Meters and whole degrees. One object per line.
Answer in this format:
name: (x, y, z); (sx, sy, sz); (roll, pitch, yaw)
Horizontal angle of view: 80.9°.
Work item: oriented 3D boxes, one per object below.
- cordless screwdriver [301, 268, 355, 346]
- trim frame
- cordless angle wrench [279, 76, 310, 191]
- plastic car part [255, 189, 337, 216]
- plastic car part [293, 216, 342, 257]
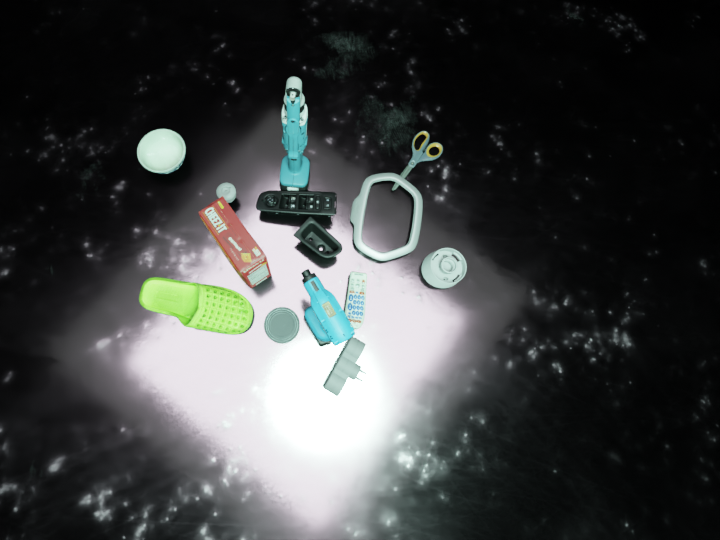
cordless screwdriver: (-0.085, 0.087, 0.927); (0.073, 0.247, 0.162); (-29, 83, -13)
trim frame: (0.068, -0.144, 1.109); (0.184, 0.027, 0.251); (10, 75, -1)
cordless angle wrench: (-0.145, -0.287, 0.933); (0.074, 0.421, 0.099); (6, 78, -7)
plastic car part: (-0.164, -0.168, 1.083); (0.202, 0.066, 0.067); (4, 77, -3)
plastic car part: (-0.103, -0.068, 1.058); (0.118, 0.070, 0.066); (40, 76, 6)
